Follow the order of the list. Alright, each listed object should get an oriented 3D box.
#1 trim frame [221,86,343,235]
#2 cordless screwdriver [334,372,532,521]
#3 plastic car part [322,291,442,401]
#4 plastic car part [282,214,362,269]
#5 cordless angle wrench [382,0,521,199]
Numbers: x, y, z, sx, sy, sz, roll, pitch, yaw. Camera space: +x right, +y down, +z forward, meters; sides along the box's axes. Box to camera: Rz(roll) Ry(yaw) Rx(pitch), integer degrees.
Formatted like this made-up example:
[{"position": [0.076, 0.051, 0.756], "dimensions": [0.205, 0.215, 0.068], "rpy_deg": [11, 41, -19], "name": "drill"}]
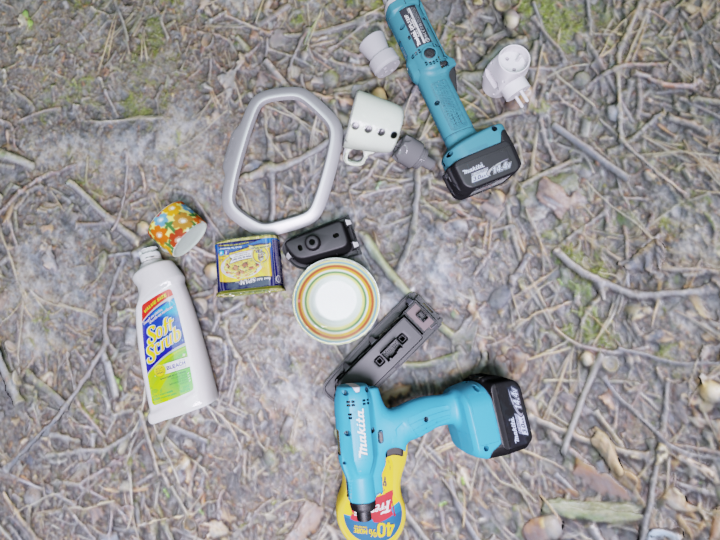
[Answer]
[{"position": [-0.128, -0.174, 0.672], "dimensions": [0.186, 0.027, 0.249], "rpy_deg": [14, 87, 5], "name": "trim frame"}, {"position": [0.092, 0.221, 0.551], "dimensions": [0.244, 0.075, 0.161], "rpy_deg": [-3, 79, -12], "name": "cordless screwdriver"}, {"position": [0.032, 0.126, 0.611], "dimensions": [0.203, 0.067, 0.066], "rpy_deg": [-44, 93, 2], "name": "plastic car part"}, {"position": [-0.062, -0.040, 0.630], "dimensions": [0.116, 0.070, 0.067], "rpy_deg": [-18, 84, -1], "name": "plastic car part"}, {"position": [0.105, -0.317, 0.648], "dimensions": [0.098, 0.073, 0.429], "rpy_deg": [-22, 80, 1], "name": "cordless angle wrench"}]
